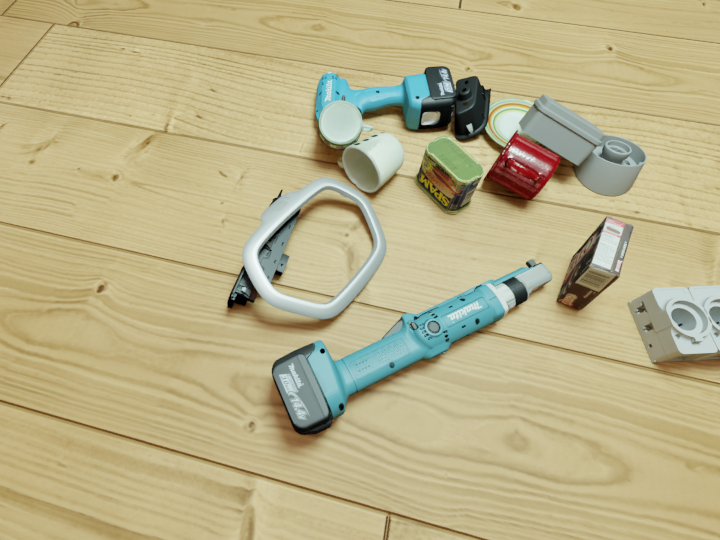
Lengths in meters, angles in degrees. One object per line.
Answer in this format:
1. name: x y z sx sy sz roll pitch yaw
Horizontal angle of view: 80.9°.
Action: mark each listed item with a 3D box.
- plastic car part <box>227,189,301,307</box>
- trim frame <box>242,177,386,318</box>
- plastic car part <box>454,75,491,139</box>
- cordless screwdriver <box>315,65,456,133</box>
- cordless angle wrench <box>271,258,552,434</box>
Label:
1. plastic car part: -0.138 -0.035 0.642 0.067 0.066 0.206 16 63 -5
2. trim frame: -0.061 -0.040 0.628 0.184 0.028 0.246 41 60 -1
3. plastic car part: 0.195 -0.304 0.763 0.068 0.067 0.118 -4 57 27
4. cordless screwdriver: 0.041 -0.293 0.770 0.251 0.072 0.163 0 63 5
5. cordless angle wrench: 0.090 0.084 0.573 0.417 0.072 0.102 -23 66 -14
